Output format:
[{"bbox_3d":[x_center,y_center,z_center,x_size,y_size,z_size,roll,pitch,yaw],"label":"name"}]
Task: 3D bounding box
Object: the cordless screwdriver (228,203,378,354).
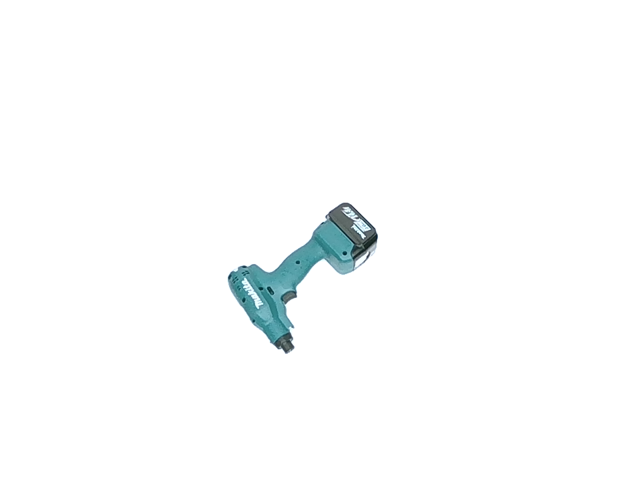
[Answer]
[{"bbox_3d":[-0.011,0.060,0.701,0.248,0.159,0.074,-33,-21,-12],"label":"cordless screwdriver"}]
